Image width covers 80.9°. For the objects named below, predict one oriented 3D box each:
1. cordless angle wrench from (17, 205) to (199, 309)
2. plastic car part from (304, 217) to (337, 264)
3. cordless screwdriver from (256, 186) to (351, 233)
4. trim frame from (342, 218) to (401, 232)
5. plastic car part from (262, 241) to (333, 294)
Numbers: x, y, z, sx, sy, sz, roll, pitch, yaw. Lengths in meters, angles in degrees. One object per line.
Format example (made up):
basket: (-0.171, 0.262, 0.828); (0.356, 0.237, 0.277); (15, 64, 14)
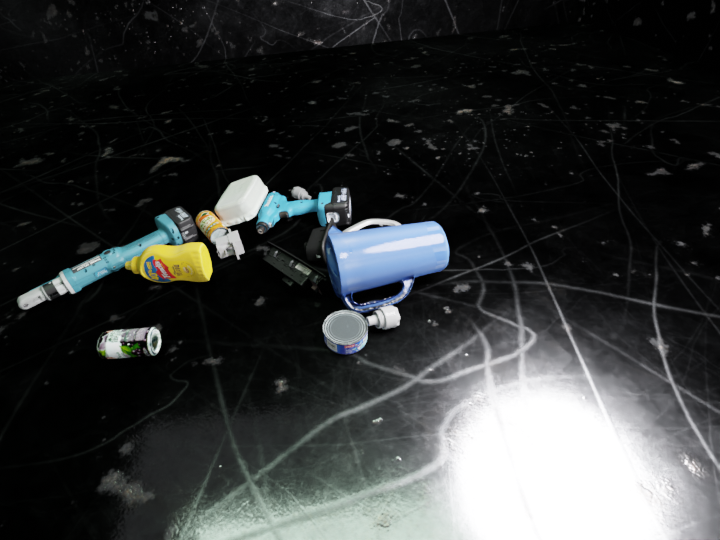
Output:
cordless angle wrench: (-0.606, -0.026, 1.032); (0.415, 0.071, 0.104); (-34, 48, -26)
plastic car part: (-0.101, -0.066, 1.029); (0.073, 0.063, 0.117); (-4, 41, 24)
cordless screwdriver: (-0.151, -0.152, 1.122); (0.254, 0.071, 0.162); (0, 41, 12)
trim frame: (0.045, -0.051, 1.012); (0.184, 0.026, 0.258); (-10, 39, -3)
plastic car part: (-0.154, 0.001, 0.956); (0.214, 0.063, 0.067); (34, 78, 36)
